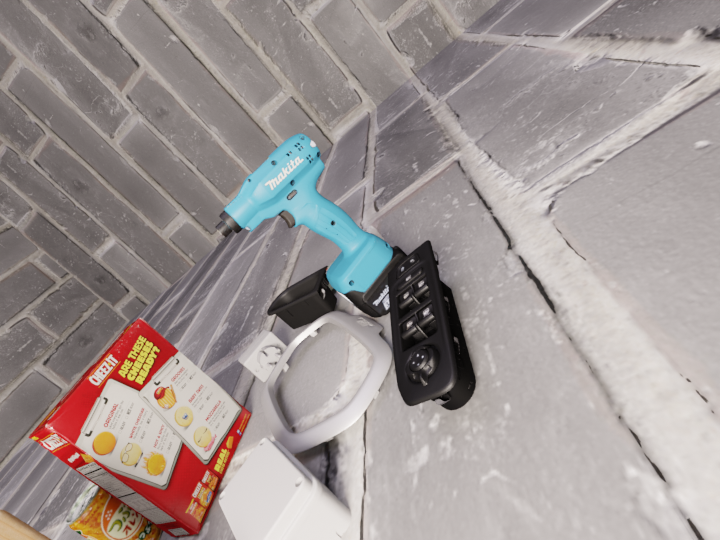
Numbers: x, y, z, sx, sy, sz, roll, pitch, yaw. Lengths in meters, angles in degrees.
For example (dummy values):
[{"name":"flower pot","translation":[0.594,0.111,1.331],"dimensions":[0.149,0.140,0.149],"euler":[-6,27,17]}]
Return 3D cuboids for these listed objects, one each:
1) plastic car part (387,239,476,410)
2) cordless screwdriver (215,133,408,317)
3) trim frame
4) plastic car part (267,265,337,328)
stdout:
[{"name":"plastic car part","translation":[0.066,0.054,0.410],"dimensions":[0.067,0.065,0.206],"euler":[-36,22,22]},{"name":"cordless screwdriver","translation":[-0.054,-0.035,0.550],"dimensions":[0.159,0.241,0.077],"euler":[-46,16,-8]},{"name":"trim frame","translation":[-0.049,0.126,0.535],"dimensions":[0.183,0.027,0.258],"euler":[-47,21,-10]},{"name":"plastic car part","translation":[-0.083,0.056,0.673],"dimensions":[0.119,0.069,0.067],"euler":[-31,22,31]}]
